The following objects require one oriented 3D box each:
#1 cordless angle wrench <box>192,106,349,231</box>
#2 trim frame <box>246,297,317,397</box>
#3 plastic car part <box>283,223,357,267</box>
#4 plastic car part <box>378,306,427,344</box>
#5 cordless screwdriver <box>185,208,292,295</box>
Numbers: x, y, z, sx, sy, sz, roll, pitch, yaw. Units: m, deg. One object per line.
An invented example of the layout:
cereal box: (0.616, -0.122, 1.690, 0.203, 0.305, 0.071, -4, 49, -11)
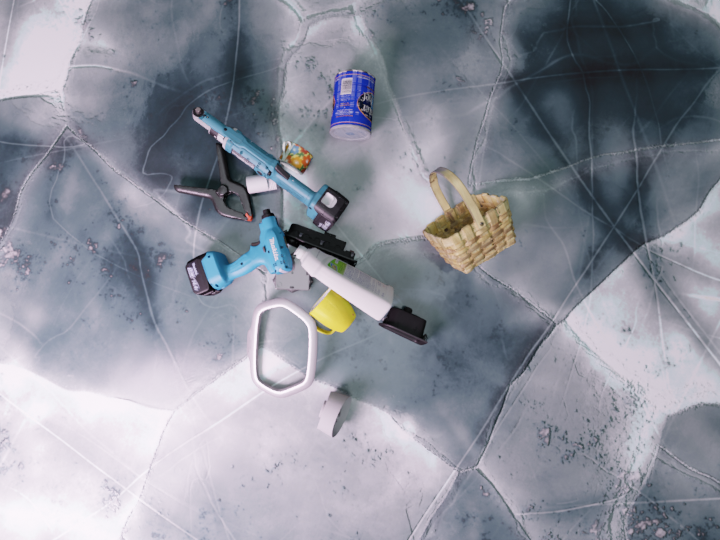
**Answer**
cordless angle wrench: (-0.223, -0.251, 1.007, 0.421, 0.098, 0.074, 36, 71, -3)
trim frame: (-0.193, 0.188, 1.026, 0.188, 0.027, 0.246, 4, 97, 13)
plastic car part: (-0.102, -0.067, 1.041, 0.204, 0.065, 0.067, 17, 78, 2)
plastic car part: (0.112, 0.126, 1.029, 0.118, 0.065, 0.071, 27, 73, 5)
cordless screwdriver: (-0.295, -0.039, 1.018, 0.252, 0.072, 0.162, -19, 79, 10)
